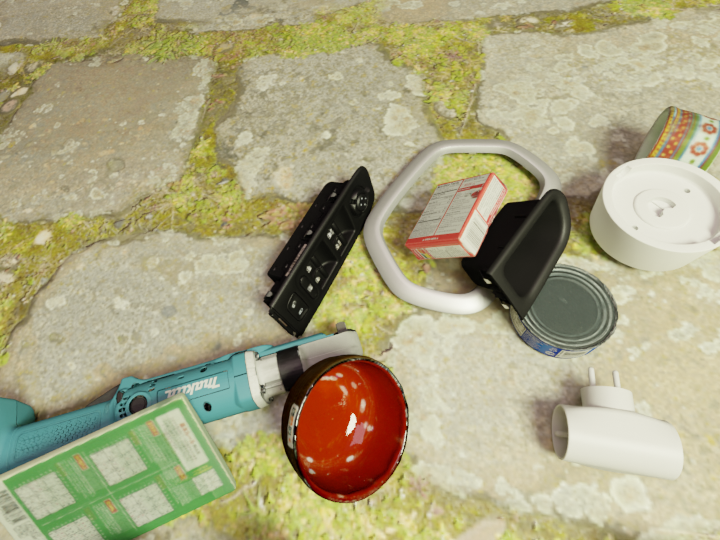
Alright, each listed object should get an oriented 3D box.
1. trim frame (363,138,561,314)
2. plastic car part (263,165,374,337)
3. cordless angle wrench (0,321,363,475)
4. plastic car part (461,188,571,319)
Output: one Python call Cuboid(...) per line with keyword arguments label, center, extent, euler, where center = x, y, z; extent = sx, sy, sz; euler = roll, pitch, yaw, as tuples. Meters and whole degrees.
Cuboid(label="trim frame", center=(0.115, -0.061, 0.478), extent=(0.192, 0.026, 0.247), euler=(30, 68, 24))
Cuboid(label="plastic car part", center=(-0.046, -0.030, 0.475), extent=(0.071, 0.063, 0.203), euler=(13, 63, 43))
Cuboid(label="cordless angle wrench", center=(-0.202, 0.132, 0.404), extent=(0.422, 0.072, 0.102), euler=(-16, 61, -2))
Cuboid(label="plastic car part", center=(0.142, -0.023, 0.406), extent=(0.116, 0.063, 0.074), euler=(-53, 30, -19))
